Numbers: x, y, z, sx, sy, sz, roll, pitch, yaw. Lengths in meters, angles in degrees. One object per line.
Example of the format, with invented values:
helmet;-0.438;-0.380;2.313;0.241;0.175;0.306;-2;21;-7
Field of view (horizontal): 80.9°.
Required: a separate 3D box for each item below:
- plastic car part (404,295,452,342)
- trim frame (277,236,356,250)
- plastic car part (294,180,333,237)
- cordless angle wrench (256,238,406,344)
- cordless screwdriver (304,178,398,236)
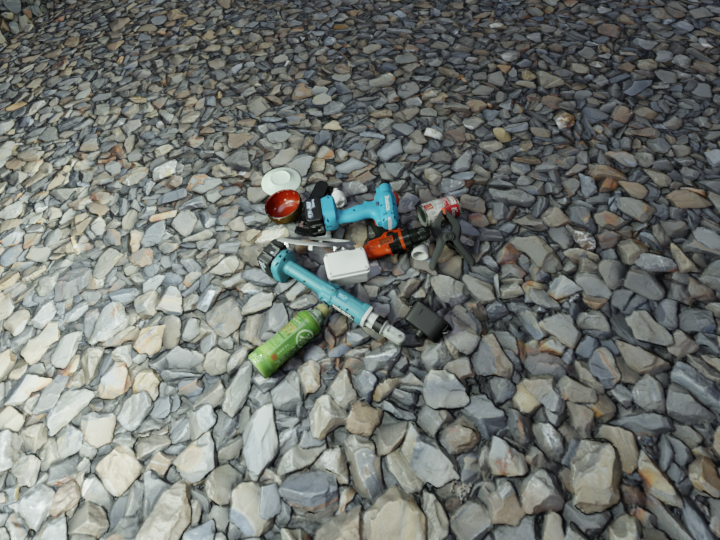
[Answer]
plastic car part;0.153;0.127;1.015;0.122;0.063;0.071;40;81;24
trim frame;-0.107;-0.070;1.096;0.191;0.241;0.027;6;96;20
plastic car part;-0.138;-0.196;1.266;0.068;0.064;0.205;9;54;17
cordless angle wrench;-0.074;0.061;1.064;0.439;0.095;0.074;30;65;20
cordless screwdriver;-0.027;-0.177;1.162;0.251;0.071;0.164;-6;55;6
